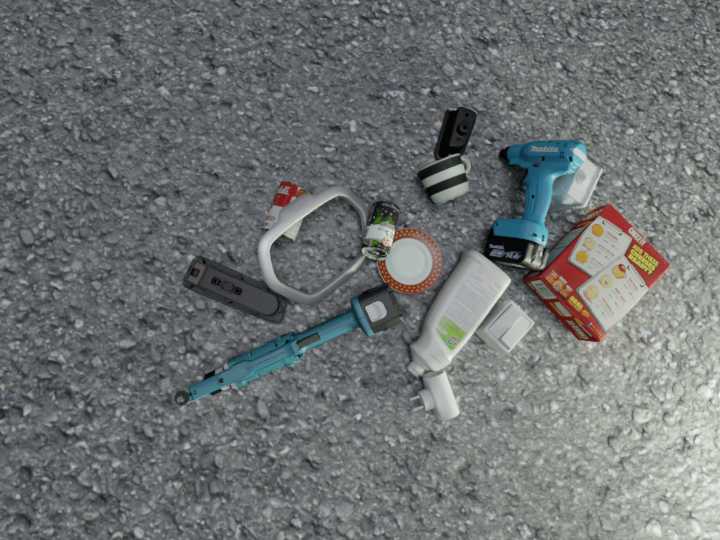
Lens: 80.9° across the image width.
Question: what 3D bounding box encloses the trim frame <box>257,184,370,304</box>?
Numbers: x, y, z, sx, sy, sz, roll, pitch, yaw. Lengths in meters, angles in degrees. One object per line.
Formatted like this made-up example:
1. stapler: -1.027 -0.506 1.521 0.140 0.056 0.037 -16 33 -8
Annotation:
1. trim frame: -0.076 -0.050 0.781 0.245 0.029 0.178 -39 109 -20

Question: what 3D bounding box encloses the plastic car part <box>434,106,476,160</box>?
1. plastic car part: 0.198 -0.278 0.850 0.066 0.071 0.117 20 78 -2

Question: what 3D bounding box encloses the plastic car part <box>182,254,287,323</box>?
1. plastic car part: -0.227 0.035 0.779 0.202 0.067 0.066 24 74 -3

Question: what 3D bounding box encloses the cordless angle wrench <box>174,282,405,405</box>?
1. cordless angle wrench: -0.131 0.141 0.757 0.422 0.097 0.075 -24 87 -3

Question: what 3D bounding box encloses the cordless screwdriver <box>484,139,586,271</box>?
1. cordless screwdriver: 0.309 -0.131 0.814 0.070 0.168 0.248 19 91 -37
